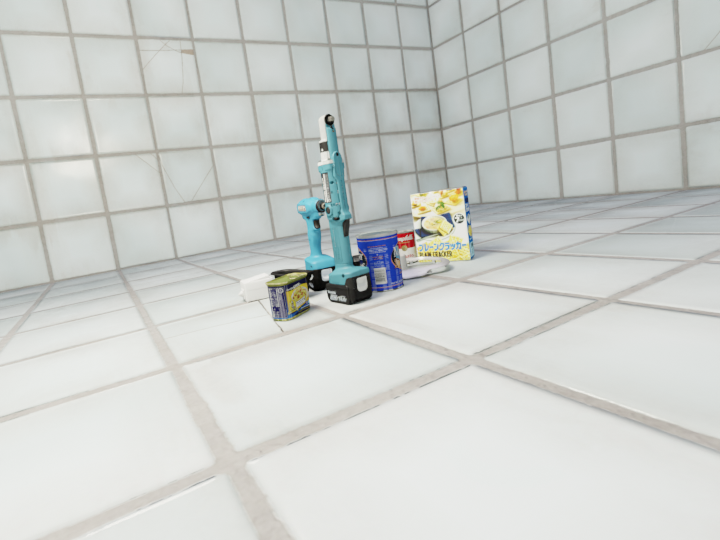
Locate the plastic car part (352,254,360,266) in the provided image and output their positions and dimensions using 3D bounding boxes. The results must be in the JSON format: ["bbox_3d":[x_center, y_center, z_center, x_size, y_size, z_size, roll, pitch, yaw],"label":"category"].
[{"bbox_3d":[-0.031,-0.021,1.285,0.208,0.066,0.065,-6,9,15],"label":"plastic car part"}]

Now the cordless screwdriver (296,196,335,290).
[{"bbox_3d":[-0.110,-0.072,1.129,0.072,0.246,0.165,-11,8,-23],"label":"cordless screwdriver"}]

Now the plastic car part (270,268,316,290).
[{"bbox_3d":[-0.175,0.035,1.093,0.122,0.070,0.063,-1,11,39],"label":"plastic car part"}]

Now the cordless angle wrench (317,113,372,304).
[{"bbox_3d":[-0.051,-0.138,0.961,0.071,0.419,0.103,-13,8,-38],"label":"cordless angle wrench"}]

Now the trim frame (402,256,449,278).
[{"bbox_3d":[0.126,-0.006,1.187,0.247,0.027,0.187,-9,10,-4],"label":"trim frame"}]
